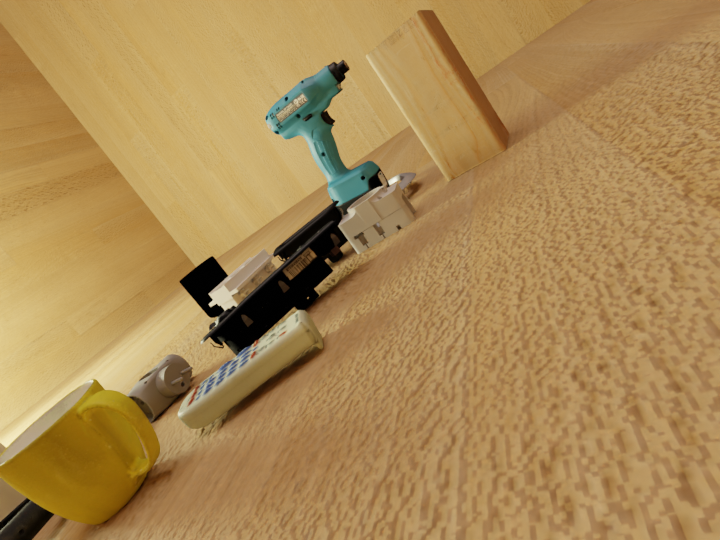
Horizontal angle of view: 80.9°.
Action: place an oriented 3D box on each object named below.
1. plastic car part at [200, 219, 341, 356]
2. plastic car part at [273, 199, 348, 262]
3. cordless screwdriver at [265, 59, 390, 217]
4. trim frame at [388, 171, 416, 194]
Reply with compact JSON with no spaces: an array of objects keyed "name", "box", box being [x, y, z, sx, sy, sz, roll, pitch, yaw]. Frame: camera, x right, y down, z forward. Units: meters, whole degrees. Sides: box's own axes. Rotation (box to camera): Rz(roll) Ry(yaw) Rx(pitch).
[{"name":"plastic car part","box":[-0.095,0.026,0.496,0.201,0.066,0.068,-39,12,-12]},{"name":"plastic car part","box":[-0.059,-0.039,0.606,0.117,0.069,0.067,-35,12,4]},{"name":"cordless screwdriver","box":[-0.029,-0.203,0.697,0.162,0.244,0.074,-30,11,27]},{"name":"trim frame","box":[-0.003,-0.102,0.754,0.255,0.027,0.183,-26,18,34]}]
